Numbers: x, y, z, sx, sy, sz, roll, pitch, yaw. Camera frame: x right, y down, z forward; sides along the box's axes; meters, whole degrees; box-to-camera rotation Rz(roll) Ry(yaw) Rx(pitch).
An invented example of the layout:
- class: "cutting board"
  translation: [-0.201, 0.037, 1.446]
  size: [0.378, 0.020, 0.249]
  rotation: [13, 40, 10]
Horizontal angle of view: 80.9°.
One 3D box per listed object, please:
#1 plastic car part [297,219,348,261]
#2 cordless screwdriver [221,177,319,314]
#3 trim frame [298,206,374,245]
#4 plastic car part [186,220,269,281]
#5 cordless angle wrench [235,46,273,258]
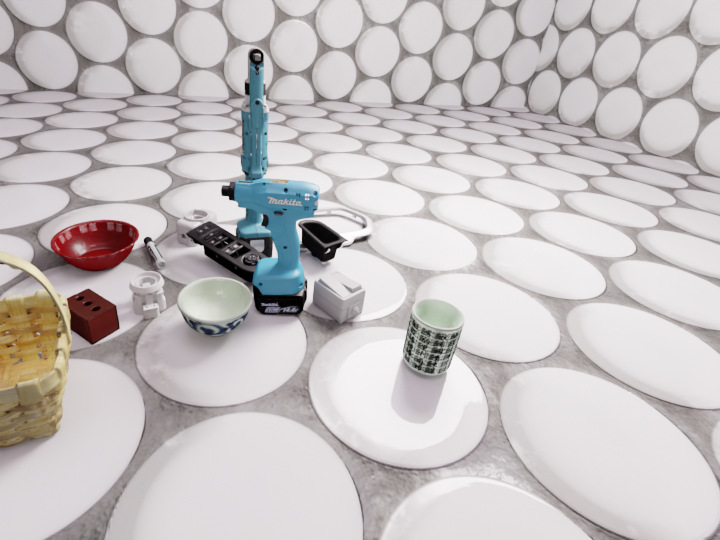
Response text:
- class: "plastic car part"
  translation: [-0.092, -0.060, 0.943]
  size: [0.064, 0.069, 0.123]
  rotation: [-18, 39, -36]
- class: "cordless screwdriver"
  translation: [-0.160, -0.042, 0.738]
  size: [0.158, 0.243, 0.076]
  rotation: [5, 30, -4]
- class: "trim frame"
  translation: [-0.086, -0.115, 1.073]
  size: [0.241, 0.027, 0.194]
  rotation: [-9, 34, -22]
- class: "plastic car part"
  translation: [-0.271, -0.032, 0.874]
  size: [0.213, 0.065, 0.064]
  rotation: [25, 35, 28]
- class: "cordless angle wrench"
  translation: [-0.214, -0.219, 0.854]
  size: [0.072, 0.413, 0.103]
  rotation: [-3, 32, -20]
